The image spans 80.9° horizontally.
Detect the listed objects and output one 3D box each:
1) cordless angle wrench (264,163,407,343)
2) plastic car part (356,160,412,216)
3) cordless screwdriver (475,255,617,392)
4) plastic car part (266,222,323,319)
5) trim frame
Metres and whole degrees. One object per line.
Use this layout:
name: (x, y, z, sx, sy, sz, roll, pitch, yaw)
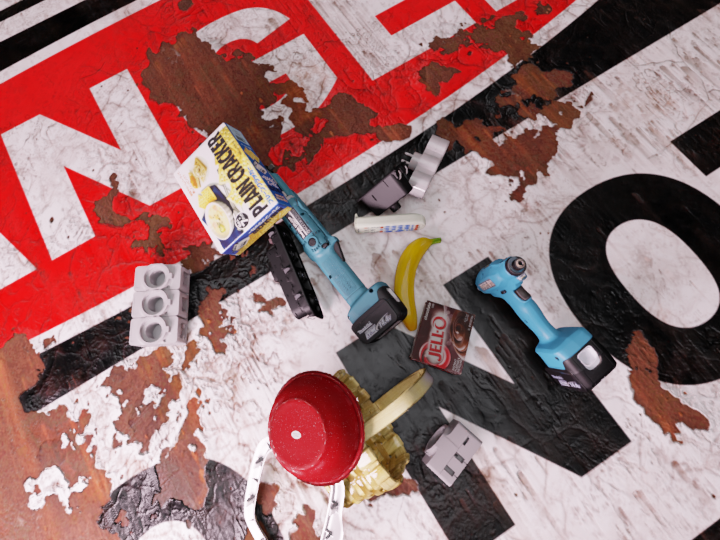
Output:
cordless angle wrench: (-0.081, -0.053, 0.825, 0.098, 0.071, 0.438, -44, 70, 13)
plastic car part: (0.057, -0.152, 0.844, 0.071, 0.118, 0.065, 50, 38, -1)
cordless screwdriver: (0.311, 0.081, 0.716, 0.074, 0.156, 0.255, -37, 78, -10)
plastic car part: (-0.135, 0.010, 0.818, 0.067, 0.064, 0.209, -31, 74, 3)
trim frame: (-0.108, 0.375, 0.664, 0.193, 0.026, 0.247, 20, 102, 26)
